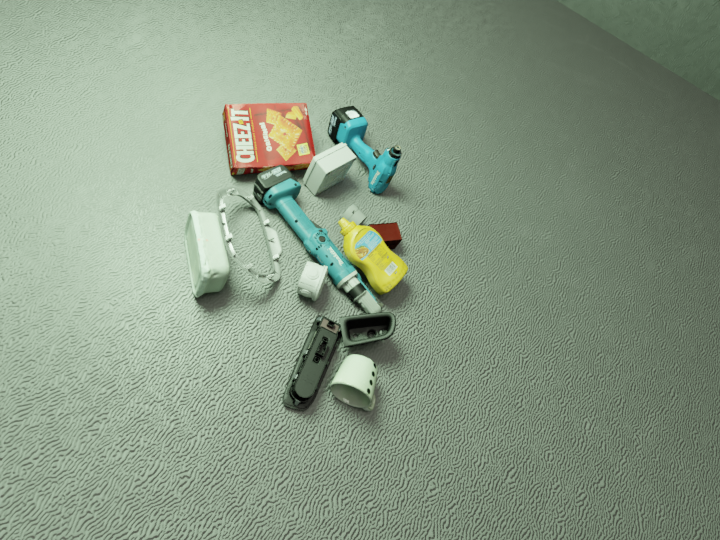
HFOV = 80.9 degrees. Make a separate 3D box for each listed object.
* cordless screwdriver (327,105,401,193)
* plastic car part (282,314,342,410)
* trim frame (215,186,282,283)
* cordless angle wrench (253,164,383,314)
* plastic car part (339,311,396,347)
[{"bbox_3d":[0.014,-0.342,1.125,0.072,0.158,0.257,-22,68,-28],"label":"cordless screwdriver"},{"bbox_3d":[-0.089,0.181,0.850,0.065,0.068,0.204,30,59,-10],"label":"plastic car part"},{"bbox_3d":[-0.239,-0.084,0.927,0.174,0.028,0.258,26,37,-56],"label":"trim frame"},{"bbox_3d":[-0.096,-0.063,0.985,0.096,0.074,0.433,-32,76,-30],"label":"cordless angle wrench"},{"bbox_3d":[0.017,0.131,0.901,0.116,0.069,0.068,-8,65,-3],"label":"plastic car part"}]
